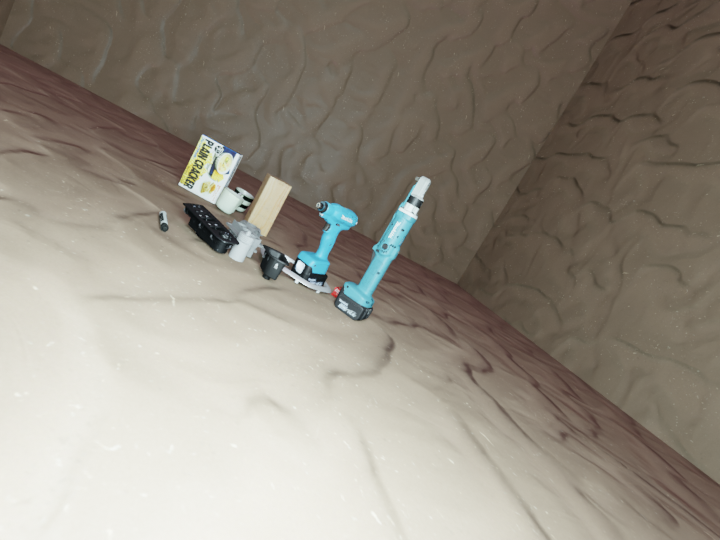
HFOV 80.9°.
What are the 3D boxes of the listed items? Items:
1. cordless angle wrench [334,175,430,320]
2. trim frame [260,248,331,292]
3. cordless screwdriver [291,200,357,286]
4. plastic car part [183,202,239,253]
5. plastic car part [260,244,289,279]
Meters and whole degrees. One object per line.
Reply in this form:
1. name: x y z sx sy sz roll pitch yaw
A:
1. cordless angle wrench: 0.073 -0.062 1.143 0.103 0.422 0.071 34 10 25
2. trim frame: -0.194 0.000 1.251 0.253 0.027 0.181 30 9 8
3. cordless screwdriver: -0.118 -0.077 1.202 0.079 0.248 0.150 36 11 36
4. plastic car part: -0.397 -0.107 1.103 0.214 0.067 0.063 34 10 30
5. plastic car part: -0.228 -0.012 1.083 0.063 0.071 0.121 25 10 -23
